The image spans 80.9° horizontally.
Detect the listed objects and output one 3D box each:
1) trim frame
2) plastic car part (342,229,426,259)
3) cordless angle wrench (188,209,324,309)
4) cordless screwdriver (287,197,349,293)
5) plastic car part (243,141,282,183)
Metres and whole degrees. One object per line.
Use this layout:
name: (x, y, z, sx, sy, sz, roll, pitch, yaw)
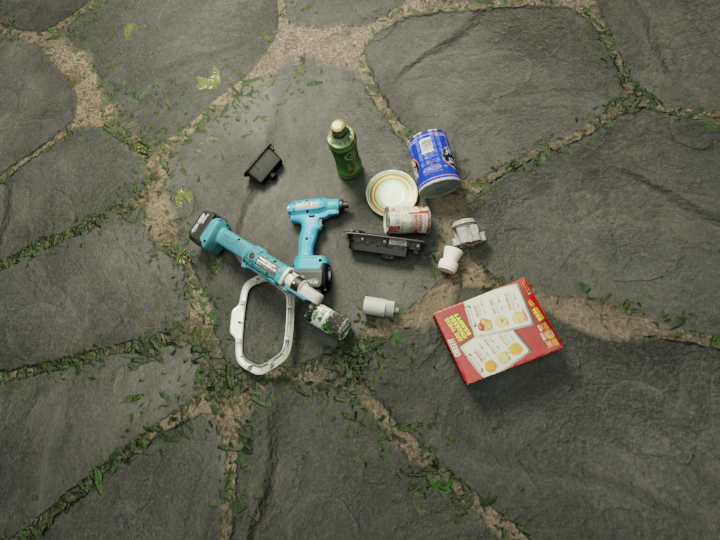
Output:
trim frame: (-0.244, 0.127, 1.043, 0.191, 0.026, 0.251, -4, 76, 28)
plastic car part: (0.055, -0.065, 1.046, 0.208, 0.065, 0.066, 12, 103, 13)
cordless angle wrench: (-0.255, -0.026, 1.038, 0.445, 0.071, 0.098, 28, 82, 29)
cordless screwdriver: (-0.104, -0.068, 1.068, 0.162, 0.071, 0.254, -6, 70, 10)
plastic car part: (-0.260, -0.286, 1.173, 0.071, 0.066, 0.116, 37, 87, 2)
